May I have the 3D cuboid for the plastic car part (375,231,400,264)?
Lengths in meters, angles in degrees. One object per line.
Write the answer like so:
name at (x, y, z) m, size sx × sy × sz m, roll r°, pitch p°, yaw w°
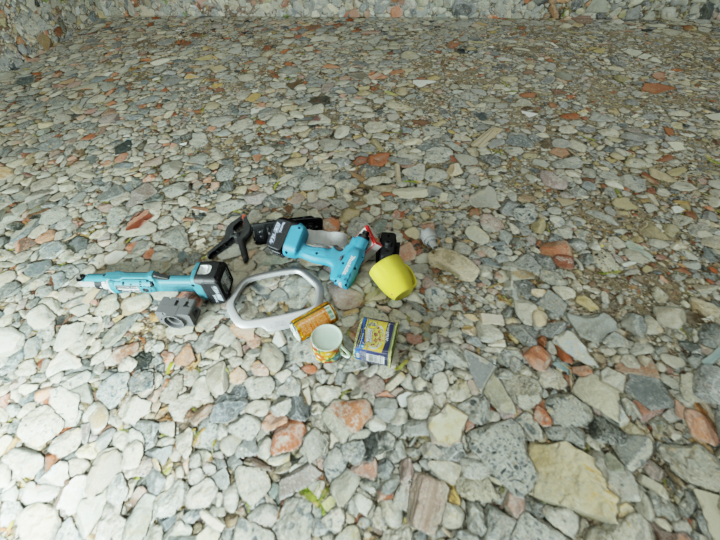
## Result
plastic car part at (0.072, -0.058, 1.123) m, size 0.067 × 0.068 × 0.119 m, roll 4°, pitch 45°, yaw 6°

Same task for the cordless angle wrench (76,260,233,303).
cordless angle wrench at (-0.546, 0.029, 1.099) m, size 0.431 × 0.094 × 0.076 m, roll 0°, pitch 47°, yaw 11°

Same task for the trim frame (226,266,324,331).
trim frame at (-0.213, 0.069, 1.063) m, size 0.246 × 0.026 × 0.192 m, roll -11°, pitch 47°, yaw -7°

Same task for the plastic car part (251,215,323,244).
plastic car part at (-0.208, -0.122, 1.221) m, size 0.204 × 0.065 × 0.068 m, roll -5°, pitch 22°, yaw 2°

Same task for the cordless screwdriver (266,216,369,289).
cordless screwdriver at (-0.108, -0.070, 1.100) m, size 0.255 × 0.072 × 0.159 m, roll 24°, pitch 79°, yaw 13°
